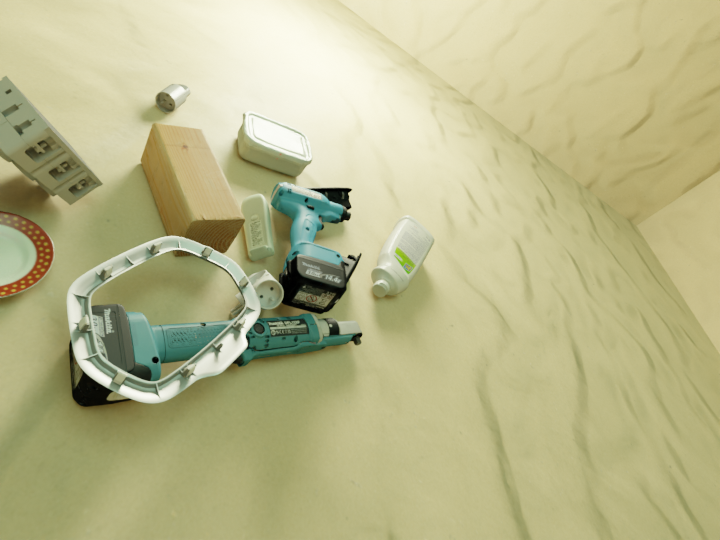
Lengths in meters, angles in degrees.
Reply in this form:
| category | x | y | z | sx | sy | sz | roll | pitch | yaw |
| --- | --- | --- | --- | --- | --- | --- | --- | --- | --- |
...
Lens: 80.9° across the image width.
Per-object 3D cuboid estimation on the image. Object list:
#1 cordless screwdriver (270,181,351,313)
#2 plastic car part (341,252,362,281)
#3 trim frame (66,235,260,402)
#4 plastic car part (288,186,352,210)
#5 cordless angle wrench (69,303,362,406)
| category | x | y | z | sx | sy | sz | roll | pitch | yaw |
| --- | --- | --- | --- | --- | --- | --- | --- | --- | --- |
| cordless screwdriver | -0.071 | -0.047 | 0.730 | 0.153 | 0.074 | 0.259 | 13 | 43 | -26 |
| plastic car part | -0.054 | 0.008 | 0.770 | 0.072 | 0.065 | 0.116 | 28 | 40 | 7 |
| trim frame | -0.215 | 0.042 | 0.498 | 0.185 | 0.028 | 0.245 | 44 | 31 | 0 |
| plastic car part | -0.082 | -0.144 | 0.893 | 0.196 | 0.067 | 0.068 | -20 | 78 | -49 |
| cordless angle wrench | -0.153 | 0.095 | 0.583 | 0.402 | 0.075 | 0.102 | 2 | 52 | -43 |
